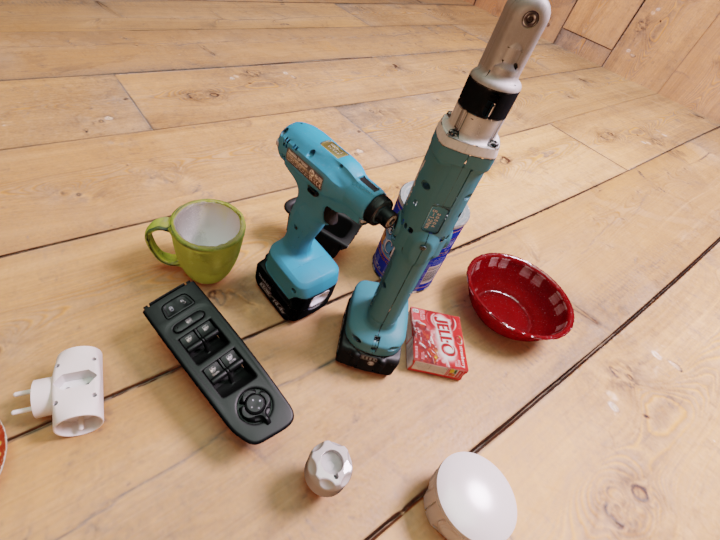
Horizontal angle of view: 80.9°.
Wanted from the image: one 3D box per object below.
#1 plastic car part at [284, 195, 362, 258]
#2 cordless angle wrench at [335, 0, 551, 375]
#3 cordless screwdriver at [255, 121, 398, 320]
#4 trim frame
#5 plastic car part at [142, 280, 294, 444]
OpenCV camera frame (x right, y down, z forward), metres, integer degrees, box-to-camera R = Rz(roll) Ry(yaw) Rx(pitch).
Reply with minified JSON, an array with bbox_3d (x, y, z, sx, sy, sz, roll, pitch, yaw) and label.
[{"bbox_3d":[-0.065,-0.061,0.654,0.119,0.070,0.065,27,44,11],"label":"plastic car part"},{"bbox_3d":[0.060,-0.041,0.419,0.074,0.416,0.100,17,44,-5],"label":"cordless angle wrench"},{"bbox_3d":[-0.049,-0.032,0.504,0.072,0.245,0.166,-24,59,-37],"label":"cordless screwdriver"},{"bbox_3d":[-0.253,0.187,0.384,0.191,0.027,0.244,34,47,18],"label":"trim frame"},{"bbox_3d":[-0.157,0.106,0.464,0.212,0.066,0.064,41,48,23],"label":"plastic car part"}]
